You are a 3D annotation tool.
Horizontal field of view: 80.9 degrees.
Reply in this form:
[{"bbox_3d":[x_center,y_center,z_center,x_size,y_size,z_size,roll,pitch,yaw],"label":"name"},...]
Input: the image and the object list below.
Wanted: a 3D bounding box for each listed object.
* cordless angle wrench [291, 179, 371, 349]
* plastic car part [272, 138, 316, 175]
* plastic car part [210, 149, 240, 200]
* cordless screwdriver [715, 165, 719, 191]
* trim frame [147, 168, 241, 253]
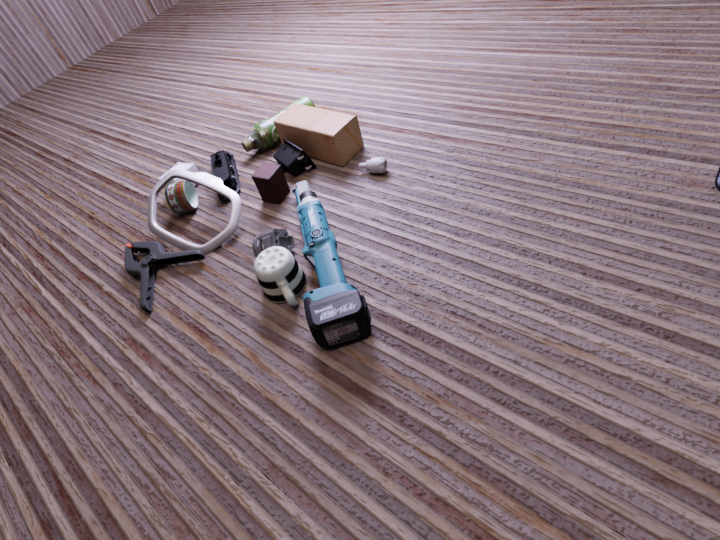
[{"bbox_3d":[-0.079,-0.052,0.806,0.098,0.071,0.442,-20,45,0],"label":"cordless angle wrench"},{"bbox_3d":[-0.174,-0.272,1.041,0.071,0.062,0.123,-48,48,-5],"label":"plastic car part"},{"bbox_3d":[-0.352,-0.257,1.088,0.066,0.064,0.213,-19,49,-8],"label":"plastic car part"},{"bbox_3d":[0.590,-0.098,0.548,0.076,0.152,0.256,-8,46,10],"label":"cordless screwdriver"},{"bbox_3d":[-0.382,-0.139,0.962,0.257,0.026,0.184,22,83,19],"label":"trim frame"}]
